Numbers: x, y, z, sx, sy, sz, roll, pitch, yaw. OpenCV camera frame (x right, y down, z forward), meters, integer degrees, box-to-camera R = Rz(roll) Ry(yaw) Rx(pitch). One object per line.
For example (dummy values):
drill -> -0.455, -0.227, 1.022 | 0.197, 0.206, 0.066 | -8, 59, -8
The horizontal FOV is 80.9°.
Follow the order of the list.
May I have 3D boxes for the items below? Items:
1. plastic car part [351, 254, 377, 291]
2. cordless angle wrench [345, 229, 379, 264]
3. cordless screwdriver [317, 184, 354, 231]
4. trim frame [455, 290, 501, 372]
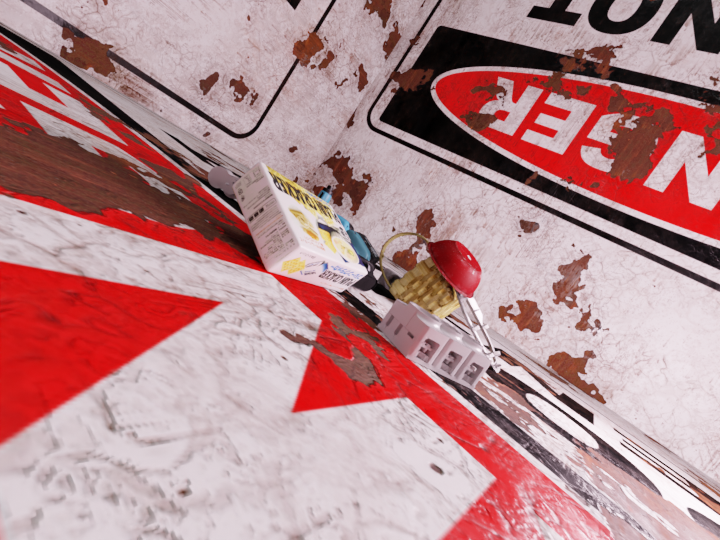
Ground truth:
plastic car part -> -0.023, -0.003, 0.850 | 0.071, 0.066, 0.192 | 49, 14, 33
cordless angle wrench -> -0.086, -0.056, 0.875 | 0.101, 0.075, 0.403 | 59, 20, 19
cordless screwdriver -> -0.093, -0.157, 1.283 | 0.078, 0.159, 0.237 | 36, 4, 23
trim frame -> 0.283, 0.129, 1.013 | 0.244, 0.028, 0.184 | 58, 19, -10
